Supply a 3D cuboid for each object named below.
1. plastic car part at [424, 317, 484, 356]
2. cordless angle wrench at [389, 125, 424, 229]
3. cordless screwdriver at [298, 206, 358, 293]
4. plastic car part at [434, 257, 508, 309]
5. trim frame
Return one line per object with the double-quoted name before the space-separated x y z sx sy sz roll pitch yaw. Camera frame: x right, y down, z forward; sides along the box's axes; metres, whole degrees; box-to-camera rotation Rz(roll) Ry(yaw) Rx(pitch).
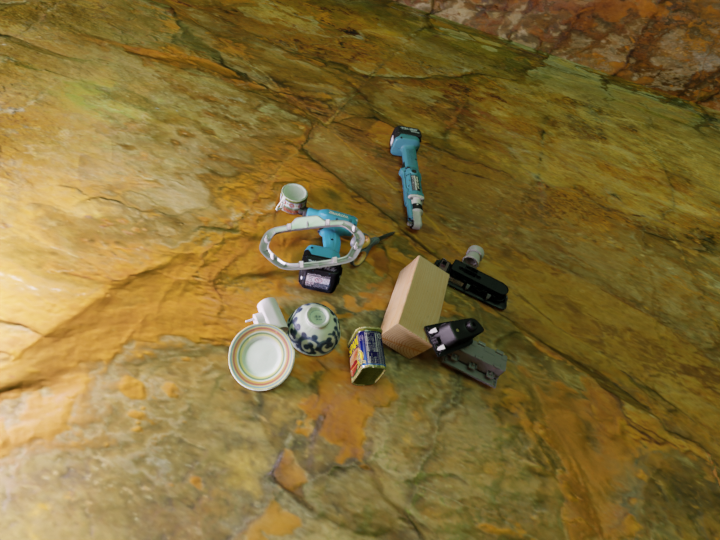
"plastic car part" 0.202 0.124 0.861 0.112 0.071 0.068 -9 66 -31
"cordless angle wrench" 0.155 -0.288 1.304 0.096 0.073 0.436 7 51 -10
"cordless screwdriver" -0.103 -0.067 1.053 0.160 0.073 0.253 14 45 0
"plastic car part" 0.287 0.024 1.076 0.207 0.066 0.066 31 43 9
"trim frame" -0.112 -0.069 0.987 0.246 0.026 0.192 -9 41 -6
